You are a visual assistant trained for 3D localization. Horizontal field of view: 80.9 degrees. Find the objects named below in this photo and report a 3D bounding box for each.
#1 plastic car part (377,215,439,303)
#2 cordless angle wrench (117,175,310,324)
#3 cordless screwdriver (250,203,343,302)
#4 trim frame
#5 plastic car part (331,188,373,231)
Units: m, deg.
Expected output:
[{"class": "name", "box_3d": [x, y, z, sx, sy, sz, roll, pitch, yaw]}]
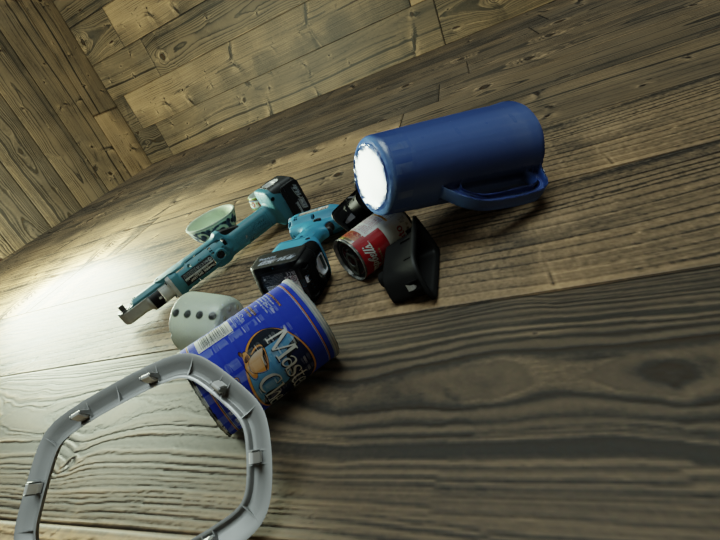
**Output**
[{"class": "plastic car part", "box_3d": [0.057, -0.004, 0.540, 0.073, 0.063, 0.118, -26, 27, 31]}, {"class": "cordless angle wrench", "box_3d": [-0.285, -0.039, 0.838, 0.418, 0.094, 0.078, -42, 31, -20]}, {"class": "cordless screwdriver", "box_3d": [-0.067, -0.044, 0.682, 0.163, 0.072, 0.251, -15, 26, 18]}, {"class": "trim frame", "box_3d": [-0.189, 0.180, 0.357, 0.248, 0.026, 0.191, -28, 66, 0]}, {"class": "plastic car part", "box_3d": [0.024, -0.119, 0.699, 0.068, 0.066, 0.200, -38, 6, 42]}]
